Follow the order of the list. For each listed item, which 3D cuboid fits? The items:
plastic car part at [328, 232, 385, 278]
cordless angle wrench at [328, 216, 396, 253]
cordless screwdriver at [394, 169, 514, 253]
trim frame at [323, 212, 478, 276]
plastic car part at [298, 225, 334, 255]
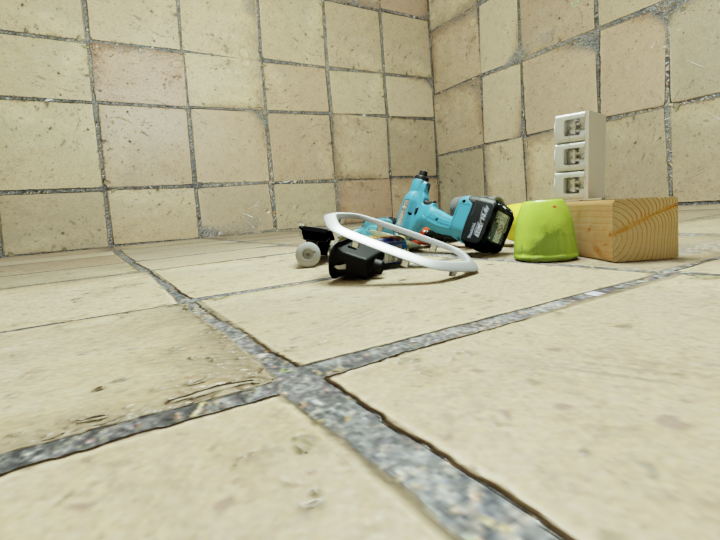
[{"bbox_3d":[0.003,-0.014,0.643,0.073,0.065,0.114,13,14,16],"label":"plastic car part"},{"bbox_3d":[0.003,-0.081,1.059,0.101,0.073,0.414,-3,11,18],"label":"cordless angle wrench"},{"bbox_3d":[0.182,-0.126,0.865,0.070,0.159,0.262,18,0,-39],"label":"cordless screwdriver"},{"bbox_3d":[0.056,-0.044,0.650,0.258,0.027,0.180,19,20,19],"label":"trim frame"},{"bbox_3d":[-0.090,-0.059,0.923,0.066,0.067,0.202,0,2,0],"label":"plastic car part"}]
